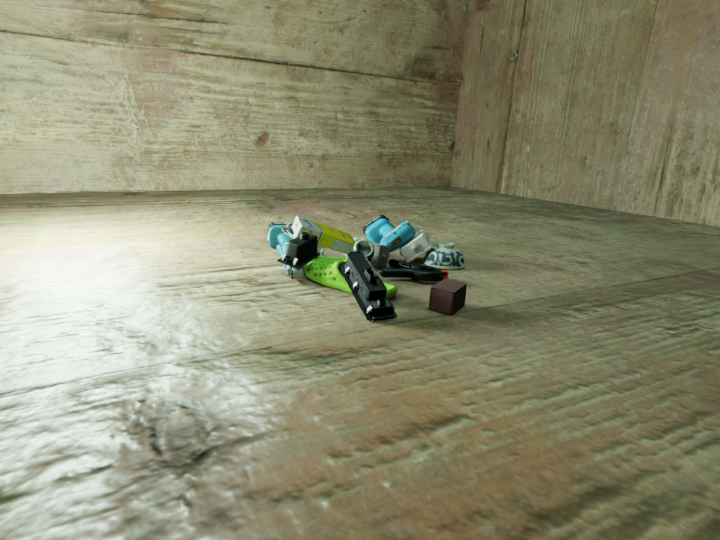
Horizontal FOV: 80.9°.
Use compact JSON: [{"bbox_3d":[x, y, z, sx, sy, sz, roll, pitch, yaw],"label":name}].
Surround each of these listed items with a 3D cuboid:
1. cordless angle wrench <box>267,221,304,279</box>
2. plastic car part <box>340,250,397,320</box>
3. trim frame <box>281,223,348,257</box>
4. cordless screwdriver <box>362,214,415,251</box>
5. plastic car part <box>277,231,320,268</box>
[{"bbox_3d":[-0.207,-0.058,1.223,0.096,0.073,0.439,-2,19,-15],"label":"cordless angle wrench"},{"bbox_3d":[0.009,0.022,0.903,0.065,0.065,0.213,-12,34,-16],"label":"plastic car part"},{"bbox_3d":[-0.122,-0.080,1.243,0.259,0.027,0.177,33,18,22],"label":"trim frame"},{"bbox_3d":[0.065,-0.103,1.353,0.159,0.072,0.256,-37,17,-3],"label":"cordless screwdriver"},{"bbox_3d":[-0.148,-0.060,1.070,0.069,0.069,0.114,20,31,24],"label":"plastic car part"}]
